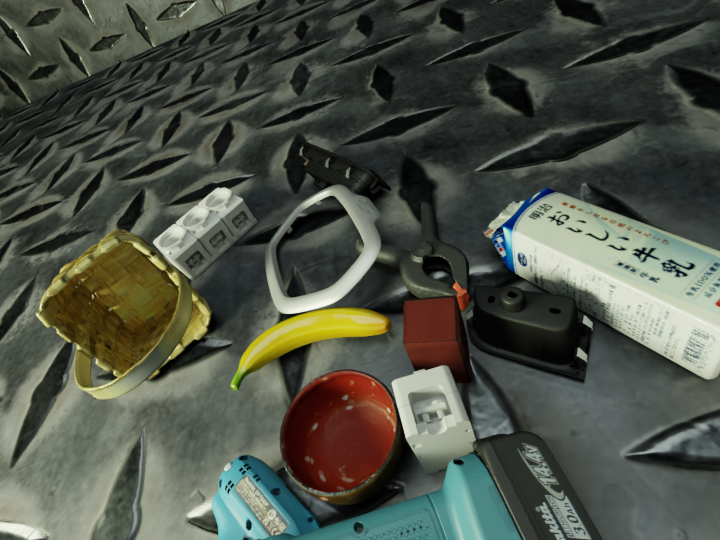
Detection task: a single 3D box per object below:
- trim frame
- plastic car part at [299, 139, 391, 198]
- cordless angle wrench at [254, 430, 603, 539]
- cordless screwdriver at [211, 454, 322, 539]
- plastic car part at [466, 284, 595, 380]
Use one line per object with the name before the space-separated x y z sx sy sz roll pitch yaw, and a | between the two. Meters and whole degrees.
trim frame | -0.058 -0.038 0.589 0.185 0.026 0.260 -39 35 8
plastic car part | -0.039 -0.160 0.699 0.215 0.062 0.067 30 80 43
cordless angle wrench | -0.061 0.221 0.287 0.421 0.071 0.102 -16 50 -4
cordless screwdriver | -0.123 0.290 0.319 0.168 0.071 0.246 26 61 36
plastic car part | 0.156 0.046 0.407 0.122 0.067 0.066 12 54 30
